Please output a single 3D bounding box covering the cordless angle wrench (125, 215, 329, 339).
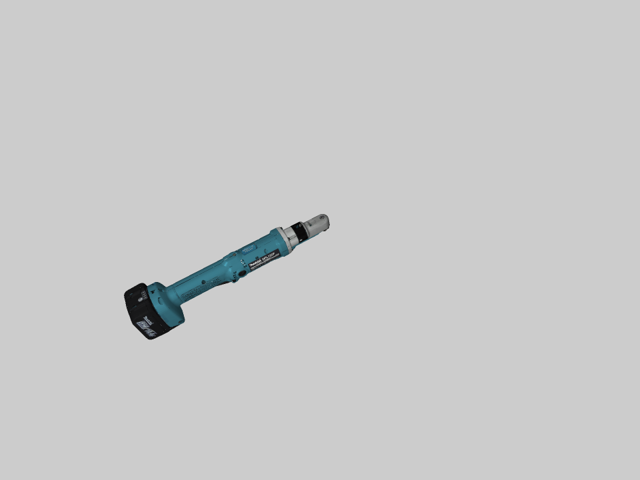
[{"bbox_3d":[-0.166,0.051,0.844,0.422,0.074,0.098,-28,-38,-12],"label":"cordless angle wrench"}]
